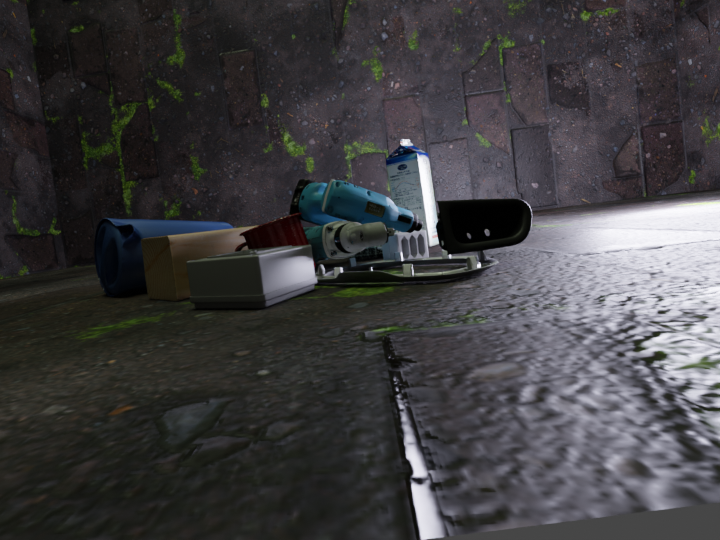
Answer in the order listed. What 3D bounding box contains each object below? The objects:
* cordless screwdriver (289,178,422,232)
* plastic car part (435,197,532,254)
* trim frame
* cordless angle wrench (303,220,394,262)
[{"bbox_3d":[-0.020,-0.103,0.710,0.153,0.074,0.259,15,3,-24],"label":"cordless screwdriver"},{"bbox_3d":[0.144,-0.051,0.529,0.114,0.067,0.071,-5,-10,-13],"label":"plastic car part"},{"bbox_3d":[0.048,-0.006,0.552,0.260,0.027,0.177,0,10,36],"label":"trim frame"},{"bbox_3d":[-0.066,-0.043,0.675,0.095,0.074,0.436,-9,4,-22],"label":"cordless angle wrench"}]
